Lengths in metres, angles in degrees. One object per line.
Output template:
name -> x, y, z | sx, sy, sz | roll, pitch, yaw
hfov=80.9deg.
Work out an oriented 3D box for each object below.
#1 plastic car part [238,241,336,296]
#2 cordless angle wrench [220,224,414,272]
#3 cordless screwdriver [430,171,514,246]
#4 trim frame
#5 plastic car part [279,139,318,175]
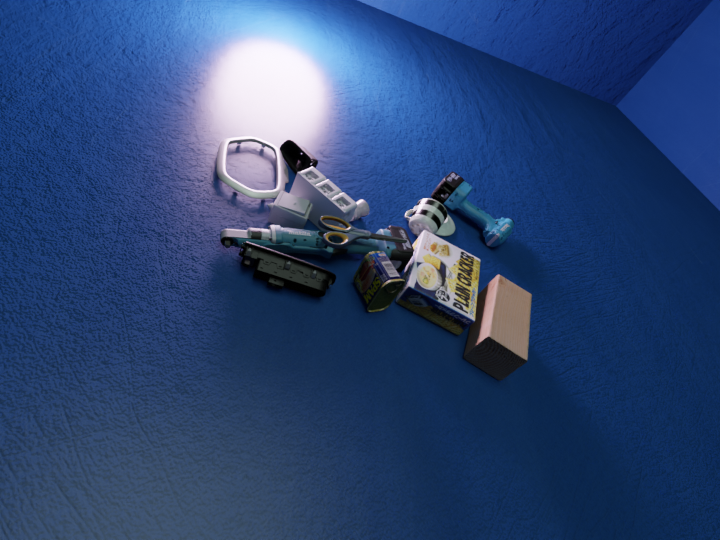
plastic car part -> -0.143, 0.005, 0.835 | 0.198, 0.066, 0.069 | 15, 54, -13
cordless angle wrench -> -0.090, -0.059, 0.920 | 0.409, 0.074, 0.102 | 3, 48, -20
cordless screwdriver -> 0.341, -0.186, 1.250 | 0.255, 0.074, 0.155 | 45, 45, 13
trim frame -> -0.267, -0.261, 1.060 | 0.178, 0.027, 0.259 | 6, 45, -20
plastic car part -> -0.157, -0.304, 1.136 | 0.067, 0.066, 0.122 | -1, 45, -49
